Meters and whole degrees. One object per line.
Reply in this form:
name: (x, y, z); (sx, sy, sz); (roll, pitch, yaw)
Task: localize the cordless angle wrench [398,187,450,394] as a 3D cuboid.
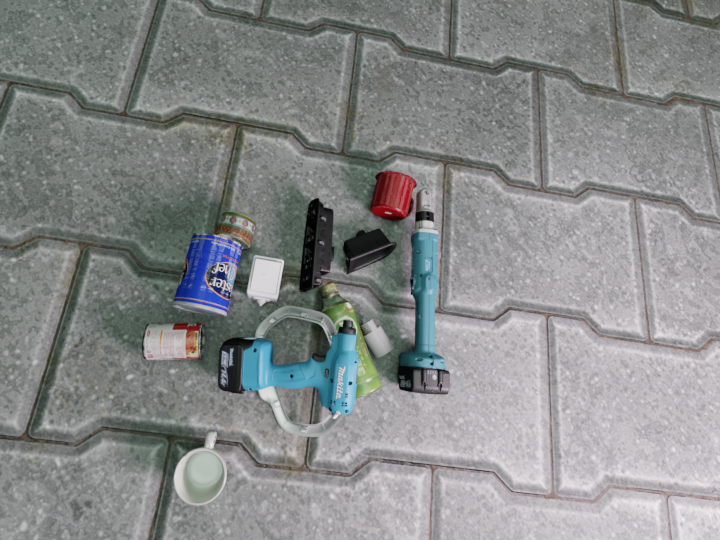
cordless angle wrench: (0.130, 0.028, 0.868); (0.073, 0.098, 0.429); (6, 75, -11)

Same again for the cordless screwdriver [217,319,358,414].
cordless screwdriver: (-0.128, 0.159, 0.768); (0.254, 0.072, 0.160); (5, 84, 11)

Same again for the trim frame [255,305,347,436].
trim frame: (-0.114, 0.189, 0.805); (0.187, 0.027, 0.252); (-20, 80, 12)

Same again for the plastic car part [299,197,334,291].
plastic car part: (-0.087, -0.057, 0.890); (0.065, 0.067, 0.206); (5, 73, -20)

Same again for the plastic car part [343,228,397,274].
plastic car part: (0.009, -0.052, 0.907); (0.114, 0.065, 0.074); (-26, 67, -18)
